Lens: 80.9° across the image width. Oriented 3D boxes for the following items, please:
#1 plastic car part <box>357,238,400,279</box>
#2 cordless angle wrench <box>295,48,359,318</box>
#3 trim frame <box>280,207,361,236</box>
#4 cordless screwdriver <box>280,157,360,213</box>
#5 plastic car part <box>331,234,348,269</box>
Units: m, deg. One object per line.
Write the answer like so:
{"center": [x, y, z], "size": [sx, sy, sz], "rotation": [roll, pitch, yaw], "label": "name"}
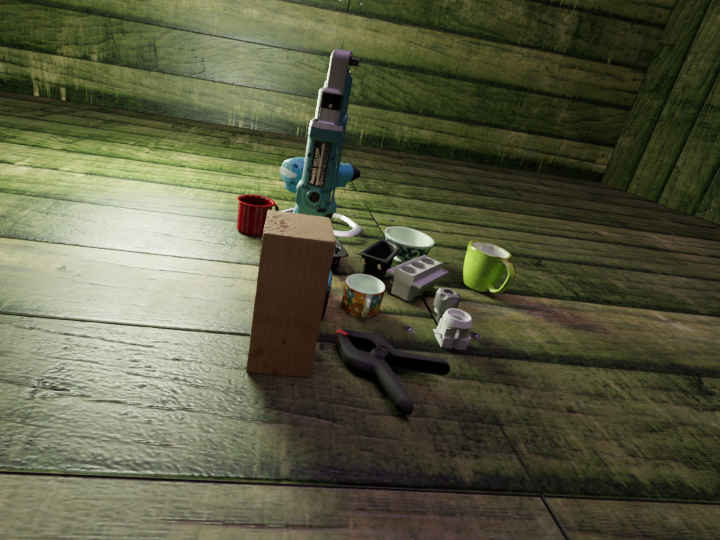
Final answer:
{"center": [0.042, -0.017, 0.910], "size": [0.069, 0.070, 0.114], "rotation": [20, 25, 20], "label": "plastic car part"}
{"center": [-0.068, -0.120, 0.668], "size": [0.098, 0.416, 0.075], "rotation": [12, 22, -1], "label": "cordless angle wrench"}
{"center": [-0.120, -0.129, 1.151], "size": [0.249, 0.027, 0.187], "rotation": [10, 24, 0], "label": "trim frame"}
{"center": [-0.086, -0.090, 0.807], "size": [0.152, 0.245, 0.079], "rotation": [-6, 28, -36], "label": "cordless screwdriver"}
{"center": [-0.094, -0.062, 0.962], "size": [0.064, 0.066, 0.214], "rotation": [-1, 26, -27], "label": "plastic car part"}
